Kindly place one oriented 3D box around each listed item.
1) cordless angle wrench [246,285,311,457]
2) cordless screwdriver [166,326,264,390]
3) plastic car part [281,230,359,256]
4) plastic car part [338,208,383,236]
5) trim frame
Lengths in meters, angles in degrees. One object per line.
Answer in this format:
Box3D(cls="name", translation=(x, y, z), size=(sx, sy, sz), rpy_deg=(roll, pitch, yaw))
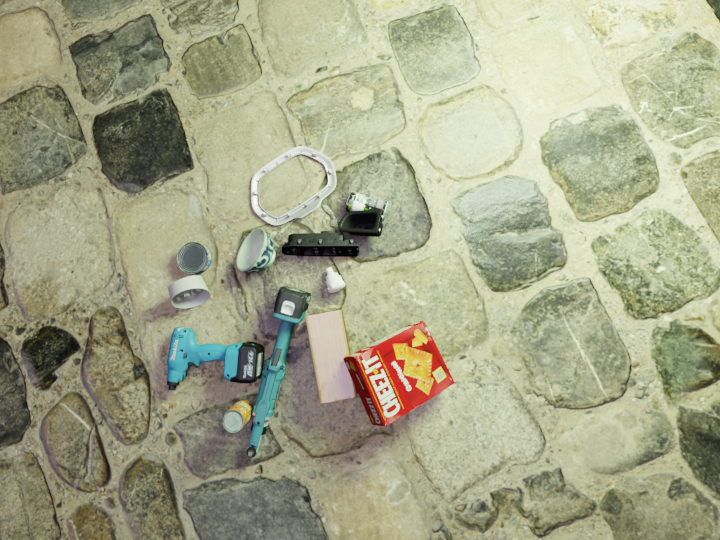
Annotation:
Box3D(cls="cordless angle wrench", translation=(-0.216, 0.253, 1.055), size=(0.075, 0.097, 0.423), rpy_deg=(15, 88, 4))
Box3D(cls="cordless screwdriver", translation=(-0.376, 0.242, 1.076), size=(0.253, 0.072, 0.160), rpy_deg=(7, 84, 10))
Box3D(cls="plastic car part", translation=(-0.107, -0.070, 1.096), size=(0.205, 0.064, 0.068), rpy_deg=(-4, 74, 5))
Box3D(cls="plastic car part", translation=(0.010, -0.113, 1.080), size=(0.122, 0.067, 0.067), rpy_deg=(2, 68, 35))
Box3D(cls="trim frame", translation=(-0.184, -0.230, 1.144), size=(0.248, 0.027, 0.187), rpy_deg=(-32, 81, -1))
